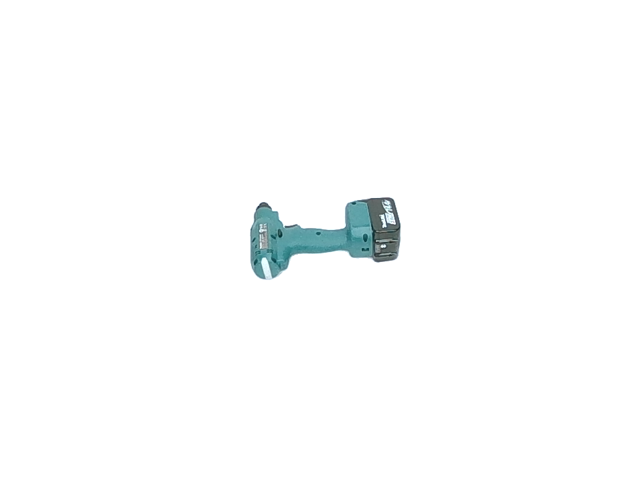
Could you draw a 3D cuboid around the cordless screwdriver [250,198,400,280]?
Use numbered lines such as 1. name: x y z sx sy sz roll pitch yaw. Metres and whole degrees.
1. cordless screwdriver: 0.004 -0.021 0.725 0.249 0.159 0.074 -8 -44 -1
